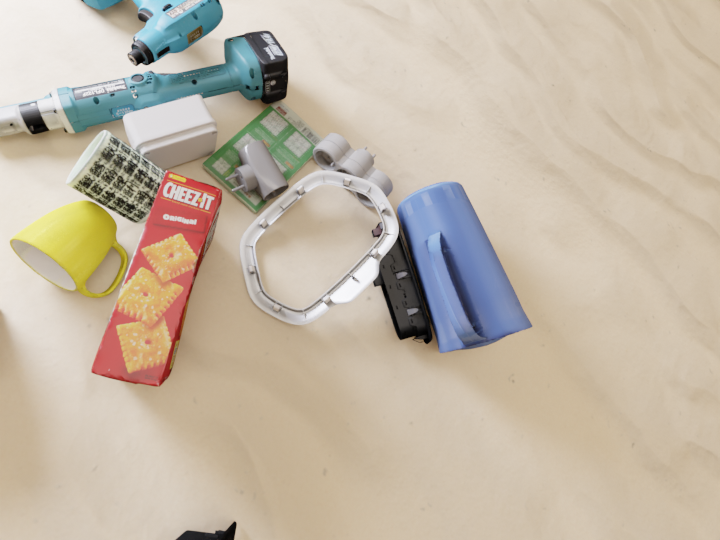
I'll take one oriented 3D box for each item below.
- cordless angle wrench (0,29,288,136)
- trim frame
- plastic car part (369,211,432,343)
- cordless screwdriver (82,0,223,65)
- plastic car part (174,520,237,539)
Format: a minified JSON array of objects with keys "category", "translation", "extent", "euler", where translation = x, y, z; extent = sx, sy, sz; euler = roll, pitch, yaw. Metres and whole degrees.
[{"category":"cordless angle wrench","translation":[-0.310,-0.254,0.605],"extent":[0.414,0.073,0.102],"euler":[-22,65,-18]},{"category":"trim frame","translation":[-0.060,-0.039,0.609],"extent":[0.247,0.027,0.187],"euler":[-43,82,-11]},{"category":"plastic car part","translation":[0.055,0.018,0.638],"extent":[0.066,0.066,0.206],"euler":[-18,79,-14]},{"category":"cordless screwdriver","translation":[-0.341,-0.392,0.609],"extent":[0.254,0.073,0.158],"euler":[34,64,9]},{"category":"plastic car part","translation":[-0.183,0.312,0.449],"extent":[0.072,0.113,0.067],"euler":[7,71,6]}]
